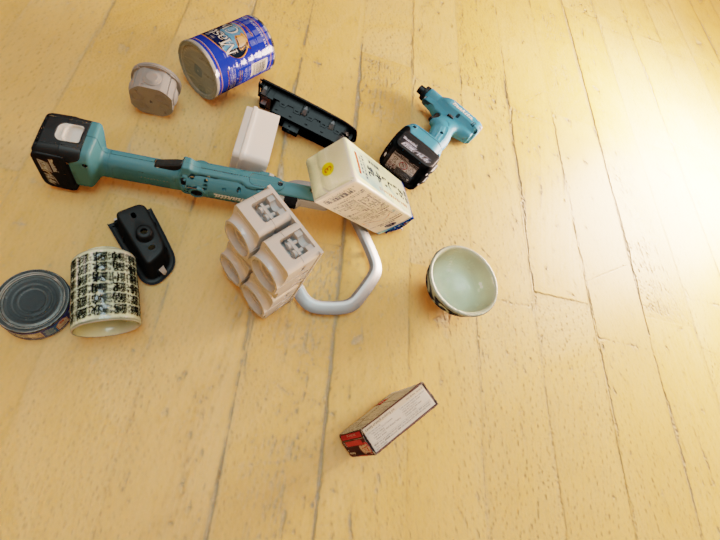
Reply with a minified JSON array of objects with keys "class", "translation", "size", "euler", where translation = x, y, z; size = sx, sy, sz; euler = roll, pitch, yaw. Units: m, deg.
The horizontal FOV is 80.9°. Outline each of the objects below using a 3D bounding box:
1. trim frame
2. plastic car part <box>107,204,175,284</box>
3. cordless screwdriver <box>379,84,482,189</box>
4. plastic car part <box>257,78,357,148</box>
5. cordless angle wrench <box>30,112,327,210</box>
[{"class":"trim frame","translation":[-0.068,-0.044,0.692],"size":[0.179,0.027,0.255],"euler":[-18,73,-25]},{"class":"plastic car part","translation":[-0.304,-0.046,0.595],"size":[0.064,0.070,0.120],"euler":[-28,74,-27]},{"class":"cordless screwdriver","translation":[0.127,-0.278,0.842],"size":[0.161,0.074,0.245],"euler":[42,56,5]},{"class":"plastic car part","translation":[-0.101,-0.275,0.776],"size":[0.201,0.066,0.067],"euler":[22,71,-6]},{"class":"cordless angle wrench","translation":[-0.246,-0.141,0.642],"size":[0.413,0.098,0.076],"euler":[9,64,-13]}]
